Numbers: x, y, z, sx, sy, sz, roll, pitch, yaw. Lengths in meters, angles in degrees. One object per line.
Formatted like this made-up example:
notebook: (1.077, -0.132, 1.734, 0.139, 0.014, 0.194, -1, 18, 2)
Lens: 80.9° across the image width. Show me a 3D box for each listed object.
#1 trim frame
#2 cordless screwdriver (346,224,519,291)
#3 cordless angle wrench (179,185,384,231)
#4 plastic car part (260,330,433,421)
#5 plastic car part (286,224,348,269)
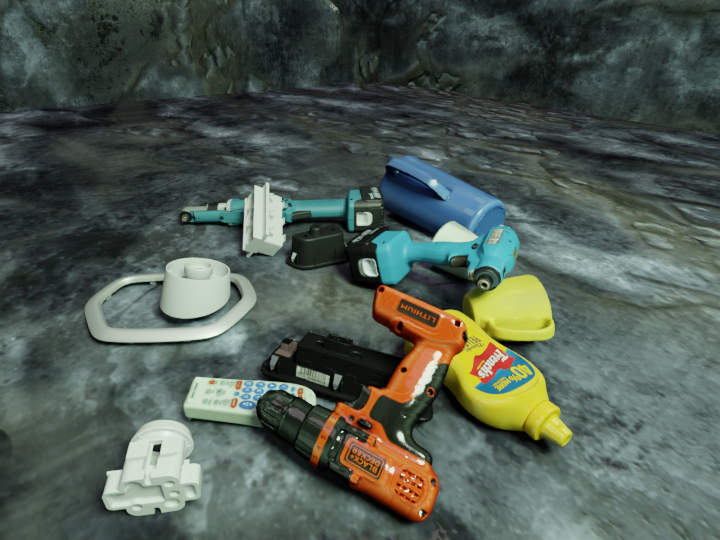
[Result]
trim frame: (-0.281, 0.047, 0.634, 0.247, 0.027, 0.191, -4, 32, -5)
cordless screwdriver: (0.096, -0.015, 0.634, 0.260, 0.072, 0.156, 0, 24, 30)
cordless angle wrench: (-0.166, -0.125, 0.891, 0.423, 0.072, 0.101, -2, 31, 0)
plastic car part: (-0.011, 0.114, 0.495, 0.210, 0.066, 0.065, 16, 13, 17)
plastic car part: (-0.074, -0.049, 0.759, 0.113, 0.069, 0.070, -12, 31, -28)
